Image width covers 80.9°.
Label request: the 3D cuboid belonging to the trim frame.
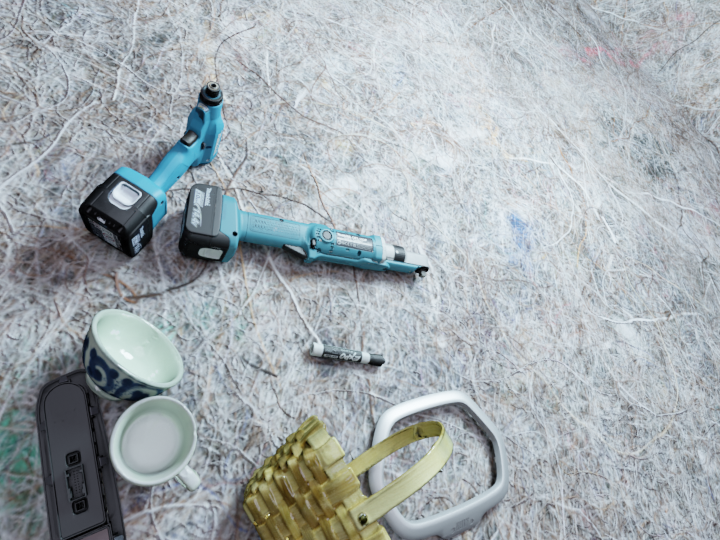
[{"bbox_3d":[0.118,0.279,0.617,0.239,0.028,0.190,-6,66,-29],"label":"trim frame"}]

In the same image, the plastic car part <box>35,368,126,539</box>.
[{"bbox_3d":[-0.303,0.205,0.446,0.064,0.067,0.209,-14,68,-24],"label":"plastic car part"}]

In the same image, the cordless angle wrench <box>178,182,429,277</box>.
[{"bbox_3d":[-0.067,-0.044,0.681,0.407,0.075,0.100,9,62,-23],"label":"cordless angle wrench"}]

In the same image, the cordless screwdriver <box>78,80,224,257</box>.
[{"bbox_3d":[-0.271,-0.147,0.586,0.073,0.161,0.250,33,57,-11],"label":"cordless screwdriver"}]
